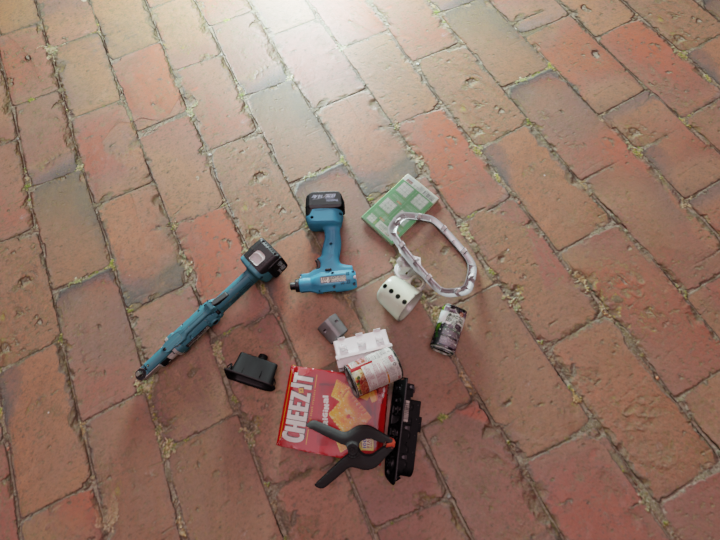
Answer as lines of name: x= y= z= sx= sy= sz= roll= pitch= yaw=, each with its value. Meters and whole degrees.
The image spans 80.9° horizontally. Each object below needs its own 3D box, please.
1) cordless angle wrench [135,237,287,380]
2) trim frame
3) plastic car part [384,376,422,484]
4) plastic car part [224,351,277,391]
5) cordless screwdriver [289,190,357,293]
cordless angle wrench: x=-0.353 y=0.100 z=0.988 sx=0.421 sy=0.095 sz=0.077 roll=-44 pitch=75 yaw=-7
trim frame: x=0.171 y=-0.045 z=0.992 sx=0.179 sy=0.027 sz=0.257 roll=-25 pitch=69 yaw=-31
plastic car part: x=0.089 y=0.331 z=0.875 sx=0.065 sy=0.067 sz=0.205 roll=21 pitch=68 yaw=-18
plastic car part: x=-0.236 y=0.220 z=0.945 sx=0.118 sy=0.064 sz=0.072 roll=13 pitch=57 yaw=5
cordless screwdriver: x=-0.101 y=-0.066 z=1.034 sx=0.160 sy=0.072 sz=0.254 roll=-7 pitch=73 yaw=1
